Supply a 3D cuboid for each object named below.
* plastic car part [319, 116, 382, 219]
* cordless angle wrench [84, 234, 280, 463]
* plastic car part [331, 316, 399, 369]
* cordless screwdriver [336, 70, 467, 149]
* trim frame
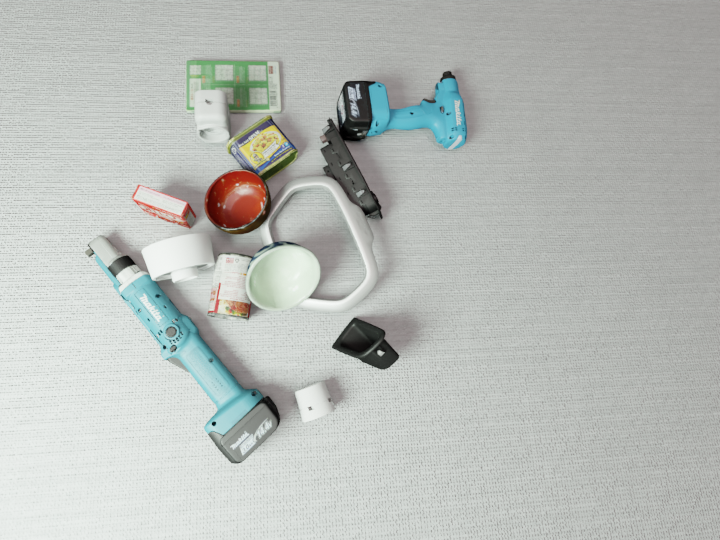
[{"bbox_3d":[-0.024,-0.175,0.770,0.067,0.065,0.206,-31,81,-4],"label":"plastic car part"},{"bbox_3d":[-0.293,0.102,0.669,0.097,0.074,0.430,-41,81,-15],"label":"cordless angle wrench"},{"bbox_3d":[0.017,0.127,0.678,0.068,0.121,0.066,45,74,-23],"label":"plastic car part"},{"bbox_3d":[0.081,-0.321,0.814,0.245,0.074,0.162,1,76,-10],"label":"cordless screwdriver"},{"bbox_3d":[-0.071,-0.047,0.730,0.185,0.027,0.253,-25,78,4],"label":"trim frame"}]
